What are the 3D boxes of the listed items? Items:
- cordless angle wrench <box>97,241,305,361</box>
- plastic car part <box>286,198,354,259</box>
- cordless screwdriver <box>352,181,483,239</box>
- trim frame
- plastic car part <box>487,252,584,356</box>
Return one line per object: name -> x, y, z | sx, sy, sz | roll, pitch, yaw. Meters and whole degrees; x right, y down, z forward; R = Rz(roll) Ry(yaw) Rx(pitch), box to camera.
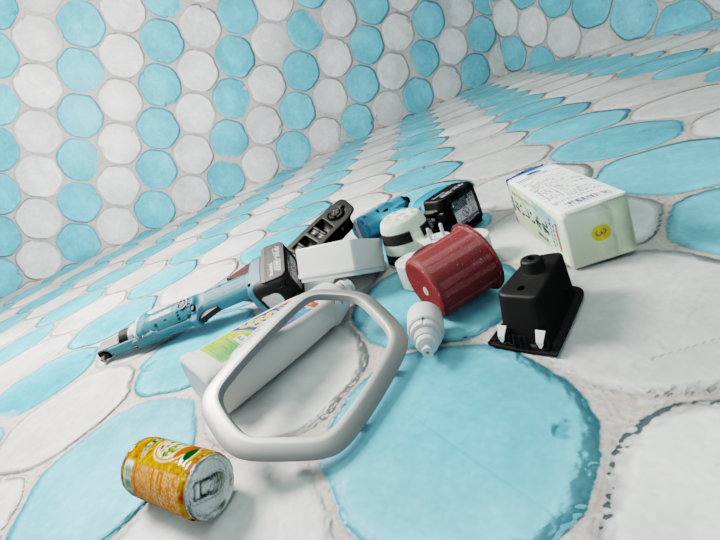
cordless angle wrench -> -0.305, 0.075, 0.764 | 0.429, 0.070, 0.102 | -22, 46, 13
plastic car part -> -0.080, -0.053, 0.822 | 0.202, 0.063, 0.070 | -50, 40, -10
cordless screwdriver -> 0.113, -0.115, 0.809 | 0.156, 0.072, 0.260 | -36, 21, -31
trim frame -> -0.056, 0.098, 0.462 | 0.193, 0.026, 0.246 | 15, 42, 26
plastic car part -> 0.177, 0.022, 0.428 | 0.069, 0.068, 0.115 | 1, 34, 45
